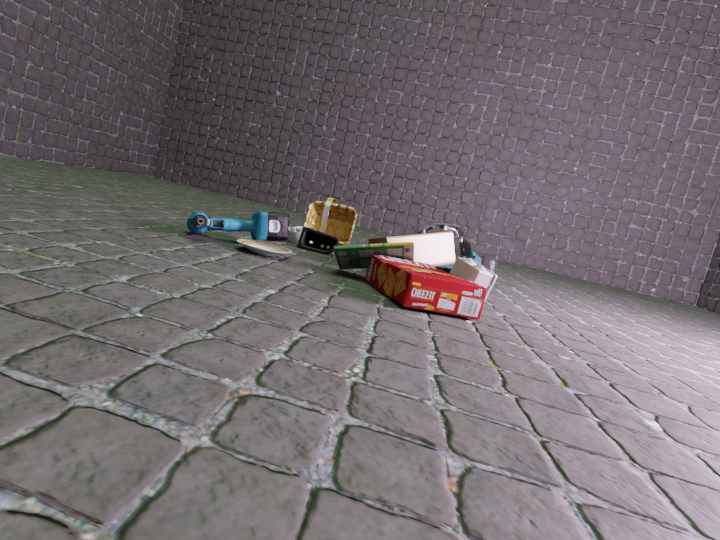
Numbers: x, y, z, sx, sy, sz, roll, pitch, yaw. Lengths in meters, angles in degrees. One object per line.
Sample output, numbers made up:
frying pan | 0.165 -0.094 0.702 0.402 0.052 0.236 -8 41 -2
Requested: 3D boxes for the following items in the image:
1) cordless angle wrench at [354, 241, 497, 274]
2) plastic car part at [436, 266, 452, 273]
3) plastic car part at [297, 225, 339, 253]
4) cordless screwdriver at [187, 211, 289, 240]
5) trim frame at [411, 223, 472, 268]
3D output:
cordless angle wrench | 0.186 -0.029 1.290 0.429 0.099 0.073 9 -10 8
plastic car part | 0.210 0.024 1.063 0.067 0.067 0.202 6 6 2
plastic car part | -0.124 -0.081 1.268 0.117 0.066 0.070 17 -6 2
cordless screwdriver | -0.298 -0.113 1.046 0.241 0.074 0.164 1 3 -21
trim frame | 0.250 -0.063 1.323 0.189 0.028 0.236 -4 -40 16
